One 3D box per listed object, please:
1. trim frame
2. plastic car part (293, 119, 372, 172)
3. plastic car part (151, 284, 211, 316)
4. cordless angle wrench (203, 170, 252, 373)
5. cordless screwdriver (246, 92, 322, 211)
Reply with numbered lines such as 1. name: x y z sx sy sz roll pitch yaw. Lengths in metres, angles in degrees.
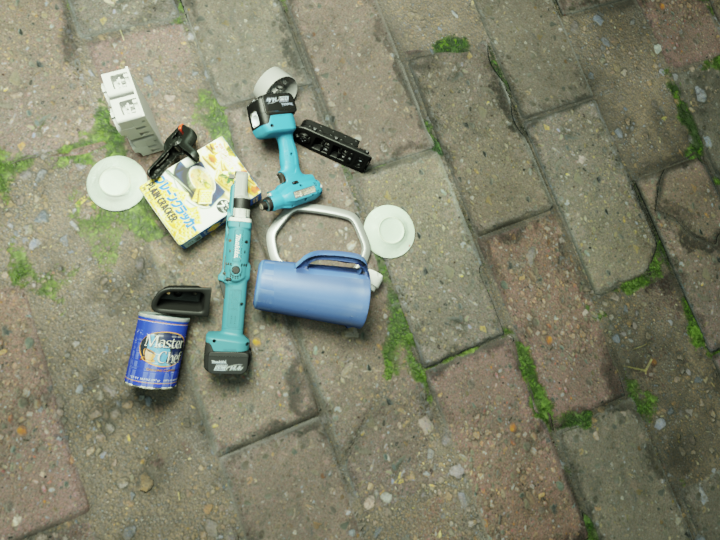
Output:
1. trim frame: -0.097 -0.063 0.992 0.244 0.028 0.186 8 80 -9
2. plastic car part: -0.069 -0.309 1.013 0.201 0.066 0.068 19 71 -6
3. plastic car part: -0.384 0.056 0.909 0.113 0.074 0.065 5 103 -19
4. cordless angle wrench: -0.268 -0.001 0.901 0.096 0.076 0.423 5 89 -13
5. cordless screwdriver: -0.187 -0.259 0.940 0.155 0.078 0.245 -25 102 -36
